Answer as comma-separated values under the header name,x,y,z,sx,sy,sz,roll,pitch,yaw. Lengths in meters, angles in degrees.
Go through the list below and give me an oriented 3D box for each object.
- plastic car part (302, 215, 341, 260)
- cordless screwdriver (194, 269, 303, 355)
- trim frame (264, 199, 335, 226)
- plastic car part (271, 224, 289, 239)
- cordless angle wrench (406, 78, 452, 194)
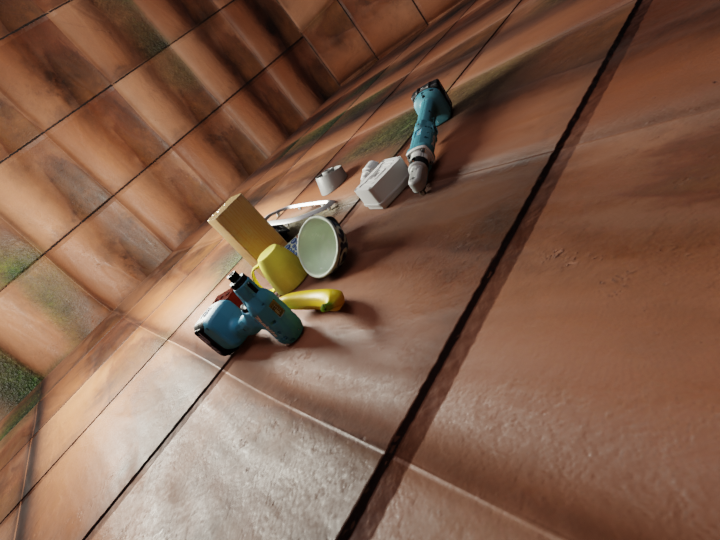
name,x,y,z,sx,sy,sz,roll,pitch,yaw
plastic car part,-0.092,-0.060,0.941,0.072,0.065,0.116,-37,15,49
cordless screwdriver,-0.233,0.082,0.789,0.257,0.154,0.074,-19,30,45
trim frame,-0.184,-0.163,1.205,0.260,0.027,0.181,-2,28,41
plastic car part,-0.249,-0.105,1.225,0.065,0.065,0.212,-21,23,-14
cordless angle wrench,0.147,-0.307,0.958,0.076,0.094,0.429,-22,34,33
